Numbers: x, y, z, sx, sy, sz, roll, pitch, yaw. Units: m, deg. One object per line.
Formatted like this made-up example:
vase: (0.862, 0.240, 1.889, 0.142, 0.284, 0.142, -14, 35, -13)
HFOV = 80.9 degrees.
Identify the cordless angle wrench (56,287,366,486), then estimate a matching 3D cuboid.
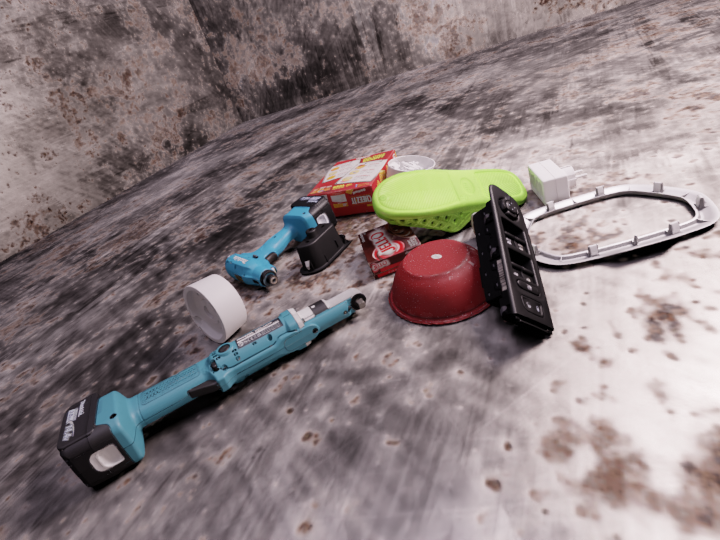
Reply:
cordless angle wrench: (-0.178, 0.129, 0.579, 0.417, 0.072, 0.103, -28, 28, -14)

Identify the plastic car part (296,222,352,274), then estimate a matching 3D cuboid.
plastic car part: (-0.079, -0.052, 0.807, 0.069, 0.068, 0.115, -1, 32, 37)

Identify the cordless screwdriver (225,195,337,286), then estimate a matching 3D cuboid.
cordless screwdriver: (-0.147, -0.057, 0.864, 0.168, 0.071, 0.246, 14, 49, 47)

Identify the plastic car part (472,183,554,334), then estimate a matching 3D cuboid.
plastic car part: (0.181, -0.017, 0.528, 0.068, 0.064, 0.208, 134, 147, -52)

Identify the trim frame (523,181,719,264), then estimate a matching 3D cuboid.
trim frame: (0.342, -0.071, 0.593, 0.252, 0.026, 0.189, -16, 30, 9)
